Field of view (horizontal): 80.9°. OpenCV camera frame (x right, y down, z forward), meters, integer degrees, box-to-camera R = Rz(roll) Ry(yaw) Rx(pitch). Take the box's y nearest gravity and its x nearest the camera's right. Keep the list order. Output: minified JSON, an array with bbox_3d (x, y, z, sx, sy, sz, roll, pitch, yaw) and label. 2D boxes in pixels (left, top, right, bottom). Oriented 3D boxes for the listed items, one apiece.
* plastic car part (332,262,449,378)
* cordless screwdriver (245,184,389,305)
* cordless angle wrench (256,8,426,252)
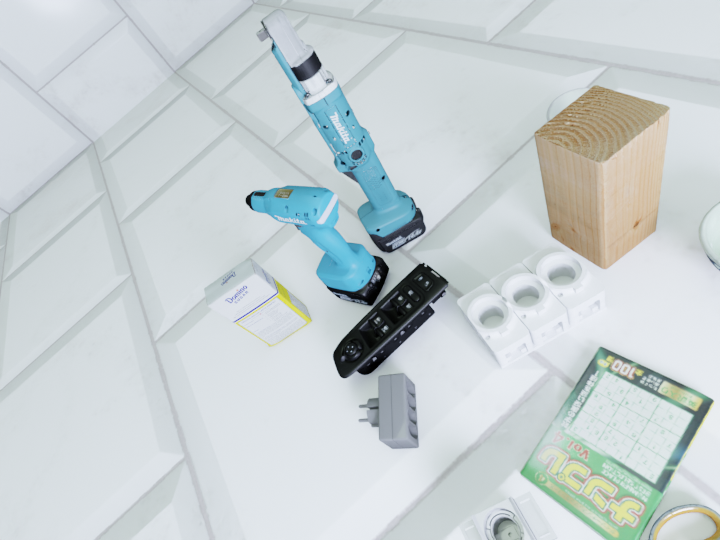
[{"bbox_3d":[0.044,0.082,0.623,0.203,0.063,0.070,-41,46,-1],"label":"plastic car part"},{"bbox_3d":[-0.065,-0.042,0.663,0.168,0.235,0.074,12,63,37],"label":"cordless screwdriver"},{"bbox_3d":[-0.015,-0.181,0.620,0.099,0.400,0.078,-29,46,8],"label":"cordless angle wrench"}]
